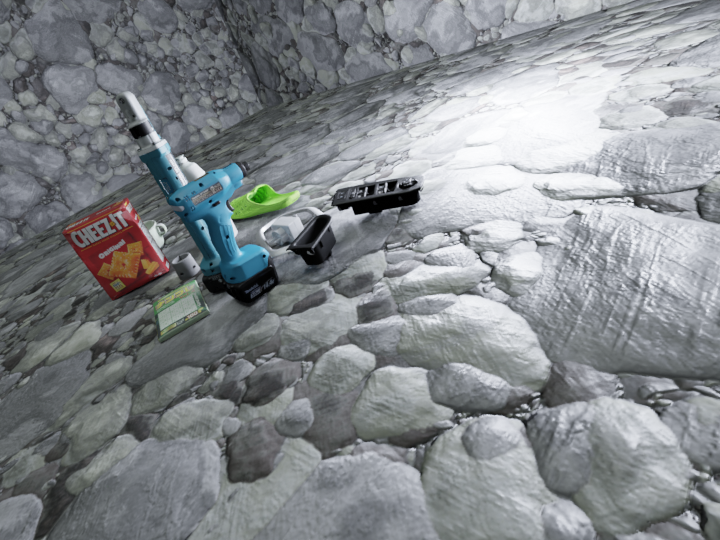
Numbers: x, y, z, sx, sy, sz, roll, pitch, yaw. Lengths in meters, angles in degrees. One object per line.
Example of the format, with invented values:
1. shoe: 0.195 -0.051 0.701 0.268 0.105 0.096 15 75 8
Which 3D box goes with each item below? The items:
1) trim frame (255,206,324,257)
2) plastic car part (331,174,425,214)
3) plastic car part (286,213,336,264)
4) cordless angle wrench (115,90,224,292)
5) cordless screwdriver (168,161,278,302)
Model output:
1. trim frame: -0.170 -0.093 1.002 0.183 0.026 0.261 -30 30 -9
2. plastic car part: 0.042 -0.157 0.912 0.209 0.064 0.067 -10 31 23
3. plastic car part: -0.081 -0.053 0.832 0.069 0.068 0.116 -3 35 34
4. cordless angle wrench: -0.355 -0.146 0.839 0.075 0.407 0.100 -17 27 11
5. cordless screwdriver: -0.232 -0.073 0.800 0.157 0.239 0.078 -40 31 -29
